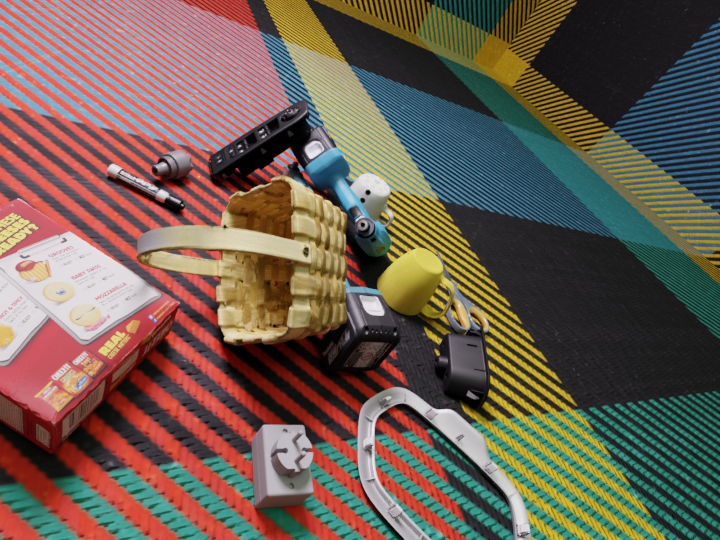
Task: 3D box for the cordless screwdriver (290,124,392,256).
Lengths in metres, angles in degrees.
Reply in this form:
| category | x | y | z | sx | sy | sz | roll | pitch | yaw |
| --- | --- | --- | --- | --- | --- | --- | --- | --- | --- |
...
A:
| category | x | y | z | sx | sy | sz | roll | pitch | yaw |
| --- | --- | --- | --- | --- | --- | --- | --- | --- | --- |
| cordless screwdriver | -0.034 | -0.139 | 0.731 | 0.256 | 0.075 | 0.154 | 58 | 6 | 16 |

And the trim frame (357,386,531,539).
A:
| category | x | y | z | sx | sy | sz | roll | pitch | yaw |
| --- | --- | --- | --- | --- | --- | --- | --- | --- | --- |
| trim frame | 0.100 | 0.248 | 0.502 | 0.255 | 0.027 | 0.180 | 39 | 37 | 12 |

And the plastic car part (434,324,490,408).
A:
| category | x | y | z | sx | sy | sz | roll | pitch | yaw |
| --- | --- | --- | --- | --- | --- | --- | --- | --- | --- |
| plastic car part | 0.148 | 0.140 | 0.636 | 0.071 | 0.065 | 0.118 | 14 | 42 | -1 |

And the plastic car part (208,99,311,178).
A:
| category | x | y | z | sx | sy | sz | roll | pitch | yaw |
| --- | --- | --- | --- | --- | --- | --- | --- | --- | --- |
| plastic car part | -0.166 | -0.220 | 0.738 | 0.063 | 0.204 | 0.069 | 50 | 10 | -37 |

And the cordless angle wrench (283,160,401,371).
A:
| category | x | y | z | sx | sy | sz | roll | pitch | yaw |
| --- | --- | --- | --- | --- | --- | --- | --- | --- | --- |
| cordless angle wrench | -0.066 | -0.043 | 0.674 | 0.071 | 0.098 | 0.444 | 8 | 39 | -33 |
